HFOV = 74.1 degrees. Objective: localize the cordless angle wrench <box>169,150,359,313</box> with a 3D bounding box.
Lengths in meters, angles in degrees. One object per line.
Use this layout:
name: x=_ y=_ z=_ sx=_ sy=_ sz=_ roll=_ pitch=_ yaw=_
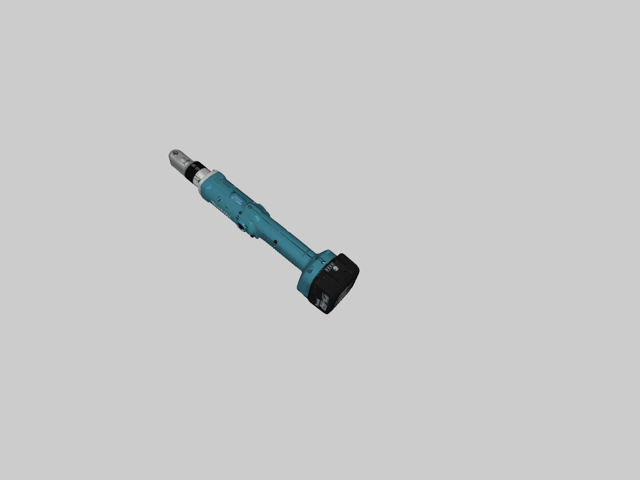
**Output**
cordless angle wrench: x=-0.122 y=-0.038 z=0.756 sx=0.423 sy=0.074 sz=0.098 roll=38 pitch=-28 yaw=14
